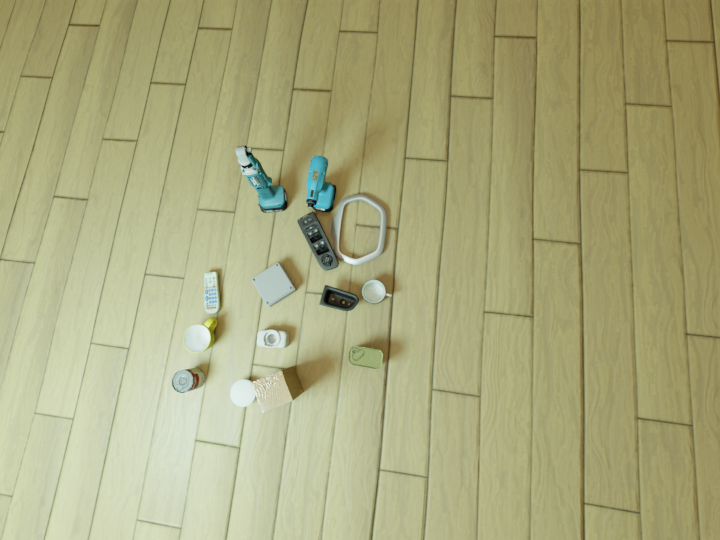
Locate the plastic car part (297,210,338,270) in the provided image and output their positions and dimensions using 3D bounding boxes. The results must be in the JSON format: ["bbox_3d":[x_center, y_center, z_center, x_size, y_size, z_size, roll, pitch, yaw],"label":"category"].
[{"bbox_3d":[-0.137,-0.089,1.399,0.066,0.065,0.208,-27,76,-2],"label":"plastic car part"}]

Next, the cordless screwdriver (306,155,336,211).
[{"bbox_3d":[-0.131,-0.242,1.342,0.075,0.244,0.160,10,80,3],"label":"cordless screwdriver"}]

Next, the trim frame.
[{"bbox_3d":[-0.007,-0.139,1.415,0.186,0.027,0.251,4,78,7],"label":"trim frame"}]

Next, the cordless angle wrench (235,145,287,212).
[{"bbox_3d":[-0.306,-0.274,1.281,0.098,0.415,0.075,-5,80,0],"label":"cordless angle wrench"}]

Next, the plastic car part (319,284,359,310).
[{"bbox_3d":[-0.064,0.096,1.346,0.118,0.069,0.066,15,80,8],"label":"plastic car part"}]
